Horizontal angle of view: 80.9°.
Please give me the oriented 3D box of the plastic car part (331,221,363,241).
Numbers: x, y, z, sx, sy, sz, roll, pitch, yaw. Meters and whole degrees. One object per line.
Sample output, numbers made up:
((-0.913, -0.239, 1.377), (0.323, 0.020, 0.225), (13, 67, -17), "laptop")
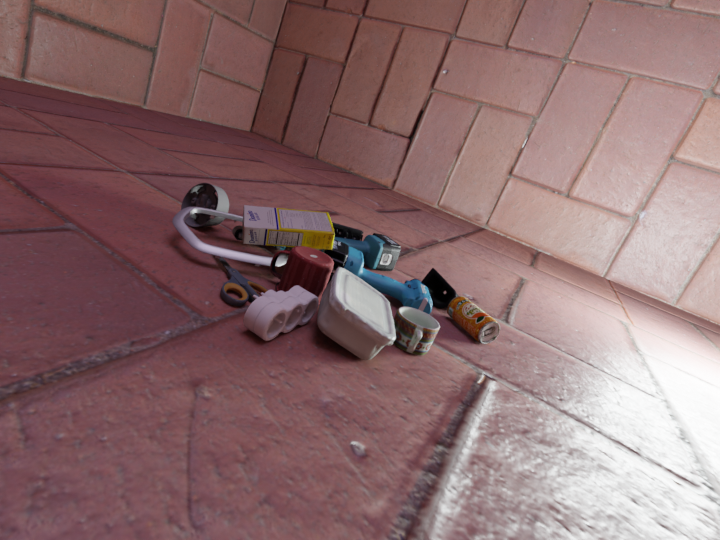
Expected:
((-0.098, -0.102, 1.127), (0.197, 0.066, 0.069), (14, 8, -18), "plastic car part")

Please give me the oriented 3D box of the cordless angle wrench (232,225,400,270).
((-0.099, -0.064, 1.008), (0.405, 0.073, 0.103), (6, 21, -29), "cordless angle wrench")

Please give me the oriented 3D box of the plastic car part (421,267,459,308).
((0.197, 0.057, 0.979), (0.067, 0.066, 0.122), (27, 15, -33), "plastic car part")

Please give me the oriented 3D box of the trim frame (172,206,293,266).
((-0.244, -0.069, 0.836), (0.239, 0.027, 0.193), (9, 31, -23), "trim frame")

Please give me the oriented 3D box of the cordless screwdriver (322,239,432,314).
((0.031, 0.013, 0.908), (0.249, 0.074, 0.160), (24, 17, 0), "cordless screwdriver")
